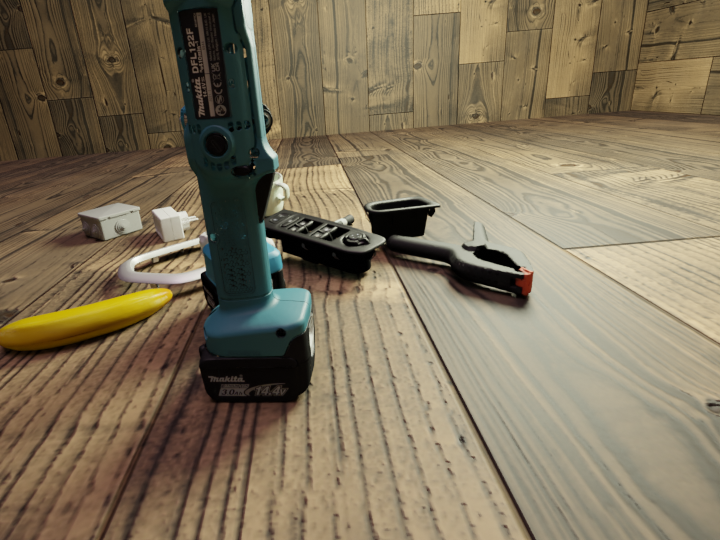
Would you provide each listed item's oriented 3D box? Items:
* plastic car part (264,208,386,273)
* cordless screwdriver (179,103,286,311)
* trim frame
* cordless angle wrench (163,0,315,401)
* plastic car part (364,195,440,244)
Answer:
[{"bbox_3d":[-0.060,-0.039,0.616,0.214,0.065,0.064,13,27,36],"label":"plastic car part"},{"bbox_3d":[-0.127,-0.058,0.448,0.072,0.243,0.168,-17,25,-33],"label":"cordless screwdriver"},{"bbox_3d":[-0.247,-0.023,0.660,0.194,0.027,0.241,16,31,39],"label":"trim frame"},{"bbox_3d":[-0.098,-0.096,0.317,0.099,0.413,0.075,-1,21,4],"label":"cordless angle wrench"},{"bbox_3d":[0.058,-0.076,0.673,0.114,0.069,0.069,-12,24,-19],"label":"plastic car part"}]
